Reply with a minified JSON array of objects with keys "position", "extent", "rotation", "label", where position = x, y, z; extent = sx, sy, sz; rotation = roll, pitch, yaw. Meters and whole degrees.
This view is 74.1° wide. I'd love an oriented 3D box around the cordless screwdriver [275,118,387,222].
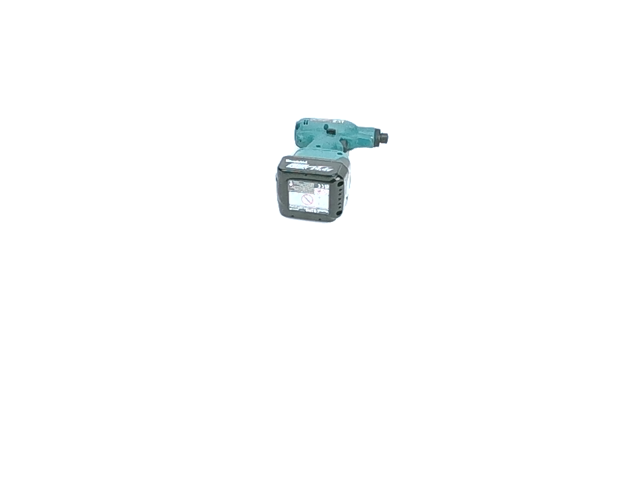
[{"position":[0.024,-0.123,0.652],"extent":[0.159,0.074,0.248],"rotation":[5,36,5],"label":"cordless screwdriver"}]
